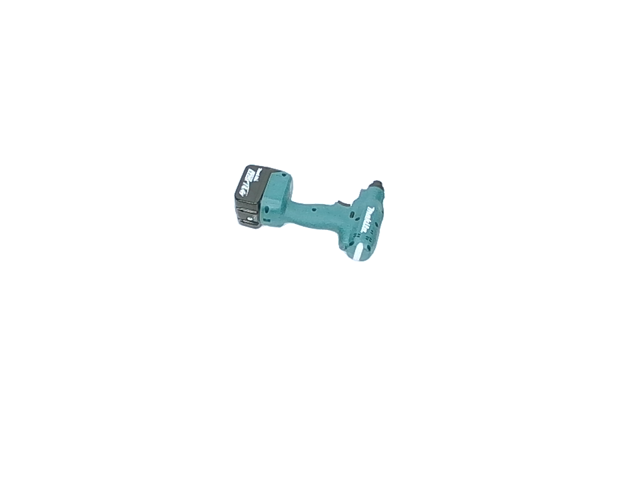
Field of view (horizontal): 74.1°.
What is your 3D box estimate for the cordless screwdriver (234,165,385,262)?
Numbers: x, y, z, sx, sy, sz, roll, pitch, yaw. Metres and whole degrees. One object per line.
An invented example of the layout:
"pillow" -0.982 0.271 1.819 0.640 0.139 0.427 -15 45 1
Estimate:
"cordless screwdriver" -0.013 -0.066 0.733 0.249 0.158 0.074 16 -33 5
